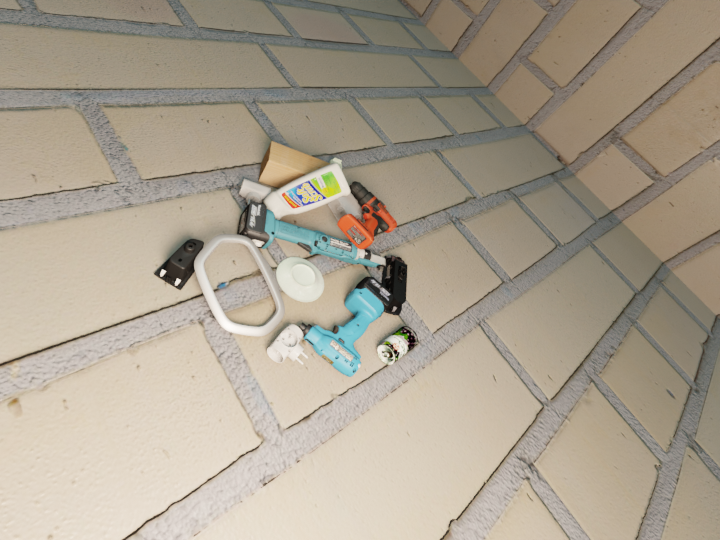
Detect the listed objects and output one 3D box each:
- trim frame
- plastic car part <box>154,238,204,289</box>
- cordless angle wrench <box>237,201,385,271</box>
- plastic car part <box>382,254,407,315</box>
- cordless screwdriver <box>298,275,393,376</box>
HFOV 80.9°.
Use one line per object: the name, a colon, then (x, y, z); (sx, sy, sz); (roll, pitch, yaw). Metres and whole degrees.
trim frame: (-0.262, 0.030, 0.936); (0.178, 0.028, 0.253); (-21, 77, -40)
plastic car part: (-0.378, -0.028, 0.910); (0.065, 0.071, 0.117); (32, 47, -9)
cordless angle wrench: (-0.109, -0.071, 1.110); (0.405, 0.076, 0.100); (16, 61, -25)
plastic car part: (0.100, 0.033, 1.161); (0.064, 0.068, 0.207); (29, 47, -21)
cordless screwdriver: (-0.031, 0.111, 1.005); (0.160, 0.074, 0.247); (36, 48, 0)
